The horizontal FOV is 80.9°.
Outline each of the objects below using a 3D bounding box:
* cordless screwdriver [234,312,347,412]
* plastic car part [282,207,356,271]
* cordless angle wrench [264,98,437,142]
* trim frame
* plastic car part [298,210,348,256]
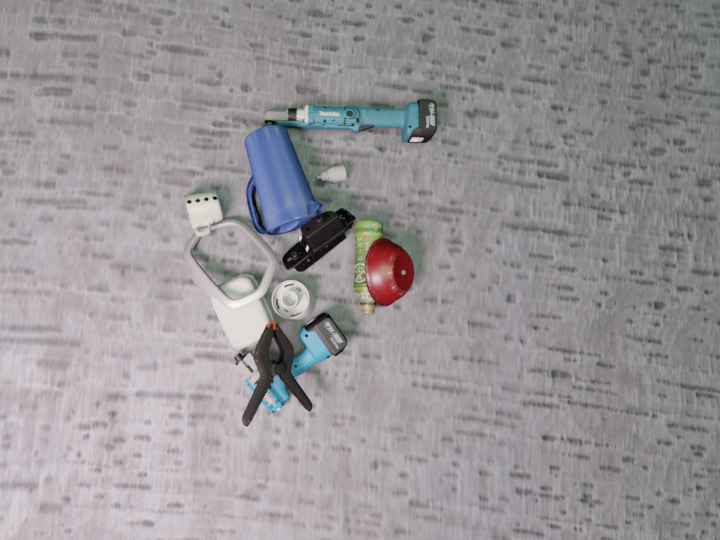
[{"bbox_3d":[-0.162,0.192,0.985,0.248,0.074,0.160,-41,89,-3],"label":"cordless screwdriver"},{"bbox_3d":[-0.100,-0.065,1.021,0.201,0.064,0.070,-37,53,-9],"label":"plastic car part"},{"bbox_3d":[-0.028,-0.379,1.057,0.422,0.074,0.098,1,85,-1],"label":"cordless angle wrench"},{"bbox_3d":[-0.305,-0.023,0.982,0.183,0.027,0.258,-42,69,-15],"label":"trim frame"},{"bbox_3d":[-0.091,-0.098,0.965,0.116,0.067,0.069,-35,58,-1],"label":"plastic car part"}]
